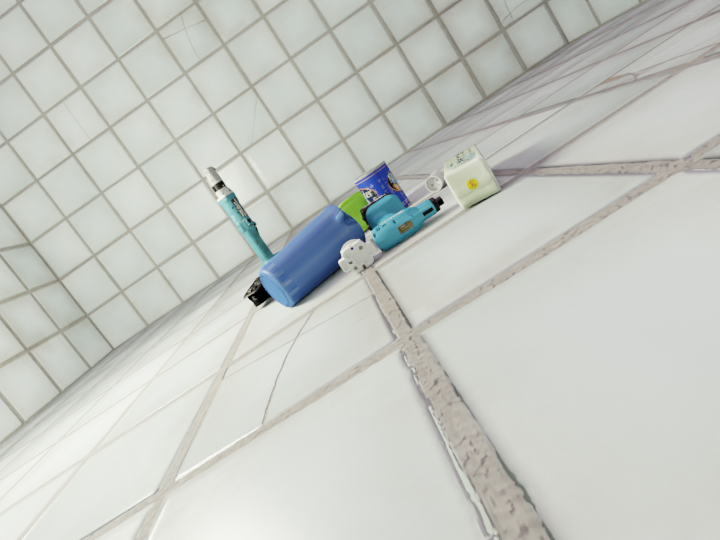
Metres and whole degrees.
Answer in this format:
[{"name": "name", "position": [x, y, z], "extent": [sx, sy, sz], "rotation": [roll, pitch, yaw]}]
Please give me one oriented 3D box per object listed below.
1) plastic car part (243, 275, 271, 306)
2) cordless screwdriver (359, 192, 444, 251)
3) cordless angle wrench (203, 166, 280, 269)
[{"name": "plastic car part", "position": [-0.278, 0.053, 1.187], "extent": [0.067, 0.066, 0.204], "rotation": [-26, 10, 6]}, {"name": "cordless screwdriver", "position": [0.085, -0.127, 0.950], "extent": [0.160, 0.072, 0.254], "rotation": [-33, 17, 4]}, {"name": "cordless angle wrench", "position": [-0.369, -0.149, 1.351], "extent": [0.076, 0.417, 0.097], "rotation": [-28, 9, 37]}]
